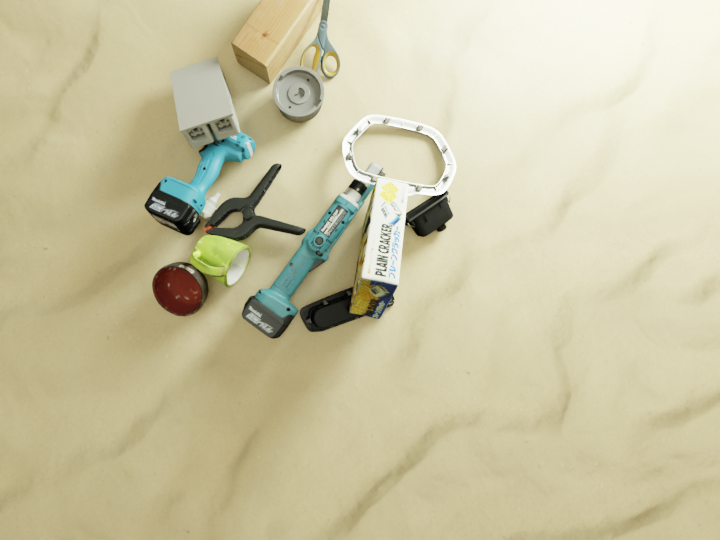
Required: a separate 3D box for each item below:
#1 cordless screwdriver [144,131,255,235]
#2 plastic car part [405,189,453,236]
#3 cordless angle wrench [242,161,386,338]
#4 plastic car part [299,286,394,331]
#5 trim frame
[{"bbox_3d":[-0.347,-0.206,0.872,0.163,0.072,0.249,27,73,11],"label":"cordless screwdriver"},{"bbox_3d":[0.150,-0.111,0.890,0.116,0.068,0.069,-30,104,-6],"label":"plastic car part"},{"bbox_3d":[-0.086,-0.056,0.880,0.098,0.074,0.422,36,85,0],"label":"cordless angle wrench"},{"bbox_3d":[-0.020,0.075,0.852,0.200,0.069,0.065,-18,101,-12],"label":"plastic car part"},{"bbox_3d":[0.084,-0.241,0.887,0.245,0.027,0.186,11,72,-6],"label":"trim frame"}]
